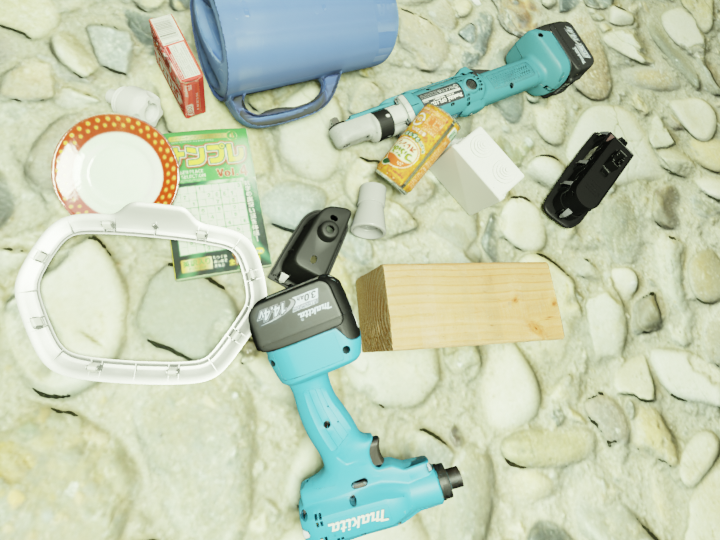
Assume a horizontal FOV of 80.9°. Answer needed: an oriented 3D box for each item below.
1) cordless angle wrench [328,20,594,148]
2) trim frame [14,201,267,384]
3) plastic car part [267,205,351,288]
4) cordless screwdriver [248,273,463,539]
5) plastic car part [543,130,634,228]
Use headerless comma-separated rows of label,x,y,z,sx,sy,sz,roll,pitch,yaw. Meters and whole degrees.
cordless angle wrench,0.144,-0.251,0.602,0.415,0.075,0.099,-26,84,-18
trim frame,-0.221,0.021,0.436,0.245,0.027,0.186,5,76,-7
plastic car part,-0.047,-0.031,0.484,0.065,0.072,0.117,29,72,-10
cordless screwdriver,-0.008,0.126,0.411,0.159,0.074,0.249,-17,90,1
plastic car part,0.349,-0.139,0.627,0.201,0.068,0.065,-45,99,-19
